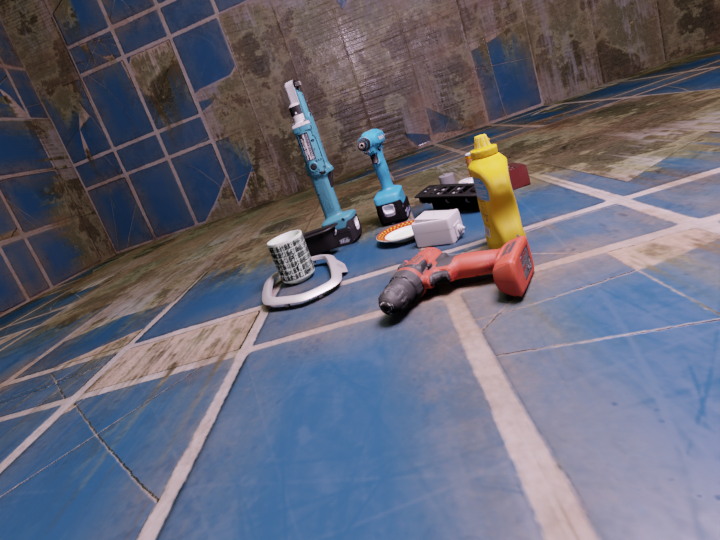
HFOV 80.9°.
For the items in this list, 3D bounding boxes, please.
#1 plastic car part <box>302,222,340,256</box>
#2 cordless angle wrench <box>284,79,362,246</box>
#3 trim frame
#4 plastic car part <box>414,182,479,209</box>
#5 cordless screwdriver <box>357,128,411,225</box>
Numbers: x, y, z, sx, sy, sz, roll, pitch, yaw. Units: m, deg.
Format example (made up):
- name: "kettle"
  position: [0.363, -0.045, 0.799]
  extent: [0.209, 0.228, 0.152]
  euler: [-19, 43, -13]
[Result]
- name: "plastic car part"
  position: [-0.102, -0.067, 1.046]
  extent: [0.120, 0.069, 0.066]
  euler: [-14, 17, 20]
- name: "cordless angle wrench"
  position: [-0.107, -0.265, 1.066]
  extent: [0.101, 0.414, 0.074]
  euler: [-13, 15, 23]
- name: "trim frame"
  position: [-0.119, 0.018, 0.889]
  extent: [0.184, 0.027, 0.255]
  euler: [-21, 18, -2]
- name: "plastic car part"
  position: [0.227, -0.172, 1.004]
  extent: [0.065, 0.065, 0.213]
  euler: [-30, 20, -32]
- name: "cordless screwdriver"
  position: [0.054, -0.239, 1.095]
  extent: [0.076, 0.243, 0.158]
  euler: [-14, 16, 22]
